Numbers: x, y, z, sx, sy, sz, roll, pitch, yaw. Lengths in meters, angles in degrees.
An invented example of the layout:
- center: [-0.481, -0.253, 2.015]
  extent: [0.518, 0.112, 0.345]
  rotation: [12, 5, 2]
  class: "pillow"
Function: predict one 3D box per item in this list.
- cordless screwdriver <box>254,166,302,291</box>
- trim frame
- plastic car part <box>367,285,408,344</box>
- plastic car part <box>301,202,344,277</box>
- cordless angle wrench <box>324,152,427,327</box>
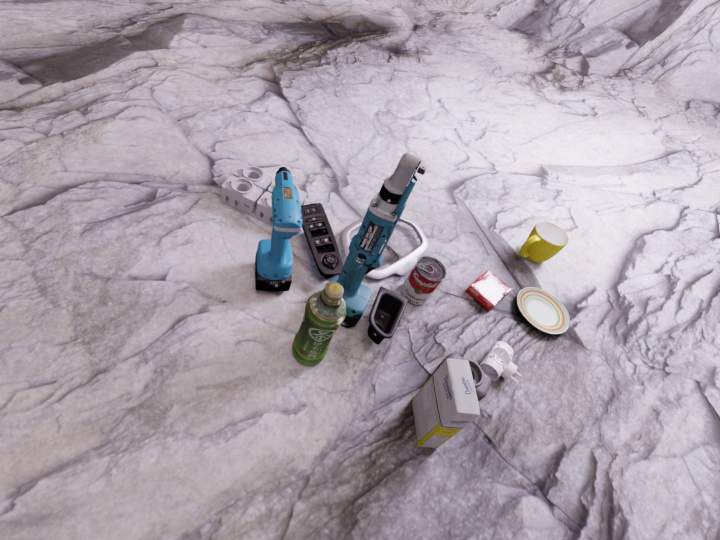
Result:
- center: [-0.167, -0.076, 0.856]
  extent: [0.072, 0.246, 0.165]
  rotation: [3, 52, -18]
  class: "cordless screwdriver"
- center: [0.060, -0.068, 1.055]
  extent: [0.242, 0.027, 0.192]
  rotation: [-30, 64, -33]
  class: "trim frame"
- center: [0.045, 0.103, 0.881]
  extent: [0.067, 0.070, 0.117]
  rotation: [26, 49, 3]
  class: "plastic car part"
- center: [-0.096, -0.063, 0.983]
  extent: [0.064, 0.066, 0.212]
  rotation: [-9, 54, -24]
  class: "plastic car part"
- center: [0.013, -0.040, 0.761]
  extent: [0.099, 0.418, 0.074]
  rotation: [29, 49, 3]
  class: "cordless angle wrench"
